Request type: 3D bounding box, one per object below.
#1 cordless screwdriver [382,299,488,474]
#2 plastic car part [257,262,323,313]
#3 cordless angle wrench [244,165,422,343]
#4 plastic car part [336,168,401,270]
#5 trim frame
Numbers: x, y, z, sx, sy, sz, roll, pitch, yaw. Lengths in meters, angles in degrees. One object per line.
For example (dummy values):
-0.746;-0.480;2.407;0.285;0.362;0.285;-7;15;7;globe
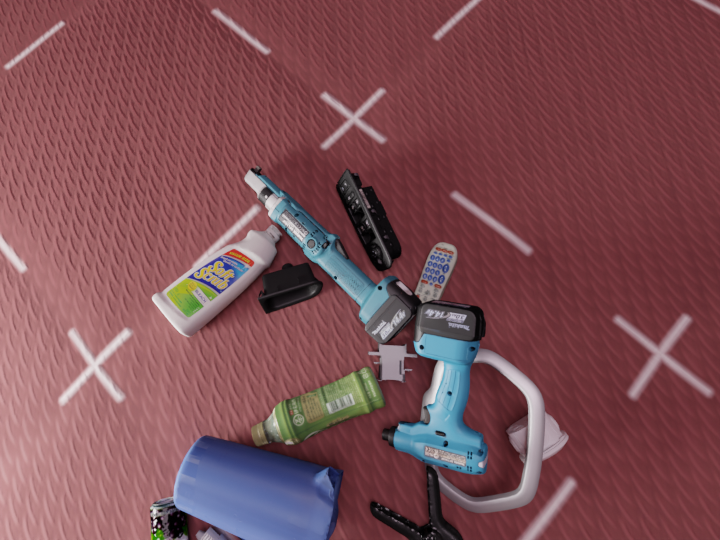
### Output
0.113;0.172;0.656;0.166;0.071;0.249;1;88;28;cordless screwdriver
-0.133;0.023;0.777;0.116;0.064;0.074;-21;61;-6;plastic car part
-0.076;-0.050;0.779;0.438;0.071;0.098;44;107;18;cordless angle wrench
0.020;-0.093;0.797;0.064;0.067;0.209;-9;68;-34;plastic car part
0.182;0.247;0.659;0.192;0.026;0.249;5;89;29;trim frame
